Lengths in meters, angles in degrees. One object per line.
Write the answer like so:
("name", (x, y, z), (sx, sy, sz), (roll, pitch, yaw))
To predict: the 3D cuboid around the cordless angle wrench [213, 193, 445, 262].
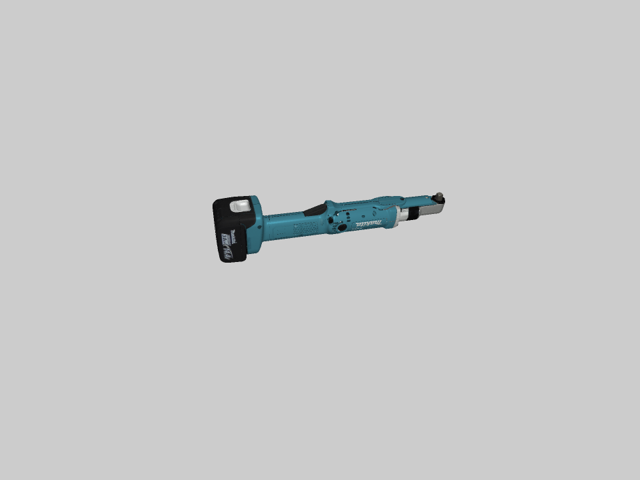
("cordless angle wrench", (0.029, -0.040, 0.754), (0.422, 0.098, 0.074), (-7, 44, -15))
